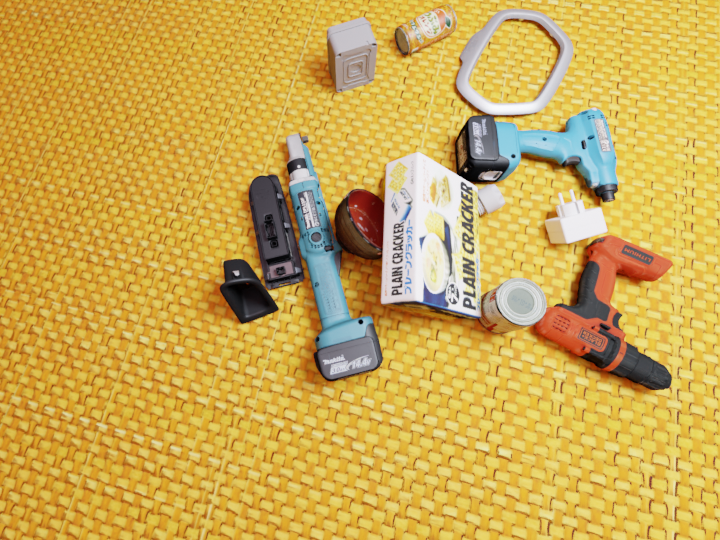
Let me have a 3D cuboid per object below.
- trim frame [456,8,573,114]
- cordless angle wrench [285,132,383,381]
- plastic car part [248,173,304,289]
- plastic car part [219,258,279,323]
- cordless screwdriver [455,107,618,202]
[{"bbox_3d":[0.282,-0.387,0.782,0.188,0.027,0.249,28,79,11],"label":"trim frame"},{"bbox_3d":[-0.067,-0.044,0.686,0.098,0.072,0.435,-15,71,-2],"label":"cordless angle wrench"},{"bbox_3d":[-0.151,-0.076,0.707,0.067,0.065,0.208,-17,70,5],"label":"plastic car part"},{"bbox_3d":[-0.180,0.021,0.659,0.066,0.111,0.074,-21,52,-5],"label":"plastic car part"},{"bbox_3d":[0.292,-0.183,0.697,0.248,0.073,0.162,-3,74,-1],"label":"cordless screwdriver"}]
